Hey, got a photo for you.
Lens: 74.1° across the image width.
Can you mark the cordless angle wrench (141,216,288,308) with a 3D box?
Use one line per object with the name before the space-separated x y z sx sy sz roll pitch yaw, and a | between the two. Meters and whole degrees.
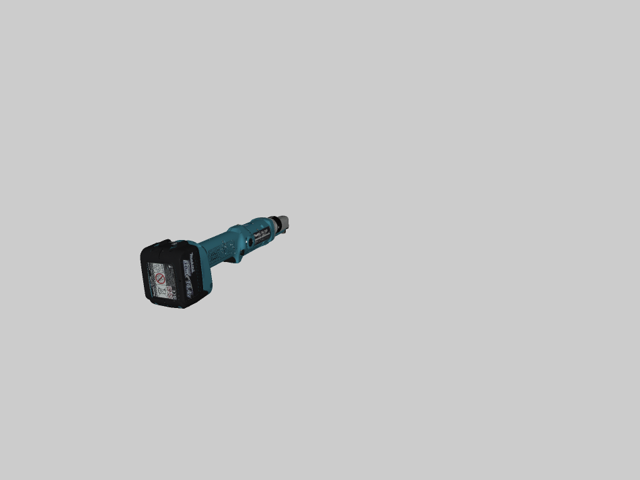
cordless angle wrench | -0.155 0.005 0.799 0.074 0.098 0.422 4 16 20
